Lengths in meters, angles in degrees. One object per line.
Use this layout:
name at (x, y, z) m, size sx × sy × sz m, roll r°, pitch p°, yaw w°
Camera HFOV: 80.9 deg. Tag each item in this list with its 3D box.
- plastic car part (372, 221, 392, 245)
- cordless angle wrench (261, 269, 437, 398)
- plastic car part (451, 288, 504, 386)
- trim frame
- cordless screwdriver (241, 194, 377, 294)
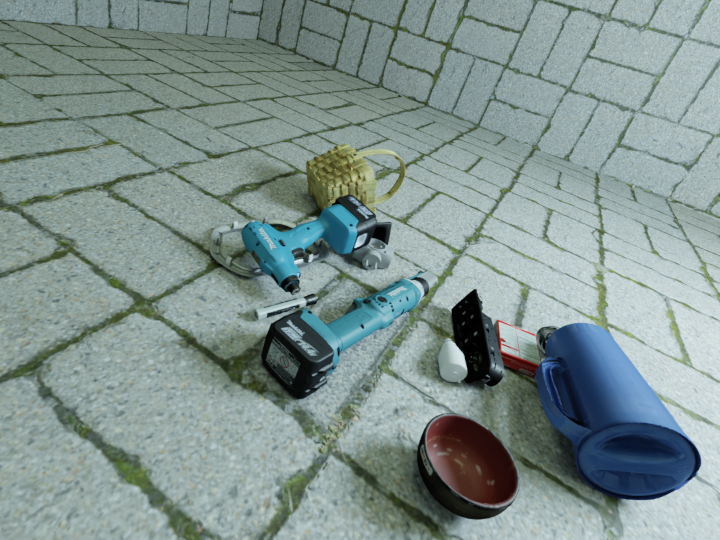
plastic car part at (0.000, -0.084, 0.935) m, size 0.113 × 0.065 × 0.074 m, roll -2°, pitch 22°, yaw -23°
cordless angle wrench at (0.024, 0.068, 0.700) m, size 0.103 × 0.073 × 0.408 m, roll 36°, pitch 34°, yaw 25°
plastic car part at (0.199, 0.120, 0.716) m, size 0.066 × 0.067 × 0.205 m, roll 42°, pitch 28°, yaw -13°
trim frame at (-0.174, -0.051, 0.825) m, size 0.238 × 0.027 × 0.194 m, roll -13°, pitch 44°, yaw -41°
cordless screwdriver at (-0.076, -0.049, 0.774) m, size 0.241 × 0.073 × 0.167 m, roll -21°, pitch 55°, yaw -32°
